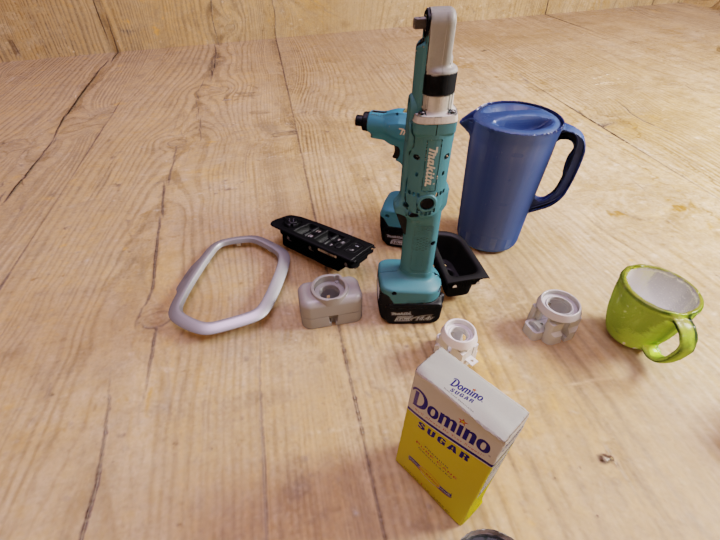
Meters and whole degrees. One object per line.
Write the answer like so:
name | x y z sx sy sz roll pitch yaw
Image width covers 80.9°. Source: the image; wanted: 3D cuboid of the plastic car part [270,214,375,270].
plastic car part | -0.074 -0.048 0.752 0.214 0.065 0.065 27 48 30

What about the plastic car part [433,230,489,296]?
plastic car part | 0.147 -0.004 0.684 0.065 0.068 0.121 -8 41 -8

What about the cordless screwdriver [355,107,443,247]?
cordless screwdriver | 0.067 -0.159 0.735 0.164 0.241 0.074 14 42 16

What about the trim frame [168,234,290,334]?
trim frame | -0.220 0.015 0.719 0.187 0.026 0.253 3 42 7

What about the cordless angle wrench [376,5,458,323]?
cordless angle wrench | 0.078 -0.098 0.538 0.098 0.409 0.077 0 41 -1
